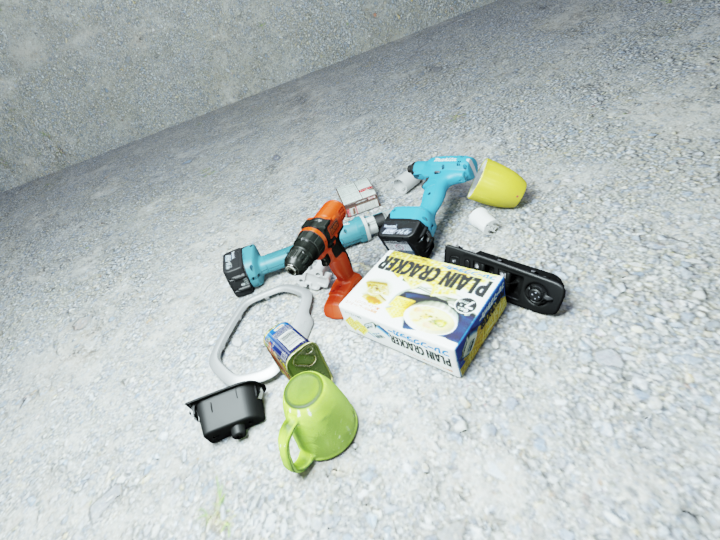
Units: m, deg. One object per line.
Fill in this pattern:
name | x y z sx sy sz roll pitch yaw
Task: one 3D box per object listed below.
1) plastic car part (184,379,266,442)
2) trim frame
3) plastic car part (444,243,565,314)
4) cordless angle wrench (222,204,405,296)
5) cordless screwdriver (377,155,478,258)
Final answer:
plastic car part | -0.196 0.220 0.640 0.116 0.063 0.074 -19 50 -2
trim frame | -0.180 0.113 0.791 0.190 0.026 0.251 -6 37 22
plastic car part | 0.233 0.011 0.685 0.064 0.065 0.215 -11 25 -35
cordless angle wrench | -0.091 -0.060 0.933 0.423 0.071 0.102 -20 35 -1
cordless screwdriver | 0.119 -0.142 0.874 0.168 0.070 0.248 12 61 45
